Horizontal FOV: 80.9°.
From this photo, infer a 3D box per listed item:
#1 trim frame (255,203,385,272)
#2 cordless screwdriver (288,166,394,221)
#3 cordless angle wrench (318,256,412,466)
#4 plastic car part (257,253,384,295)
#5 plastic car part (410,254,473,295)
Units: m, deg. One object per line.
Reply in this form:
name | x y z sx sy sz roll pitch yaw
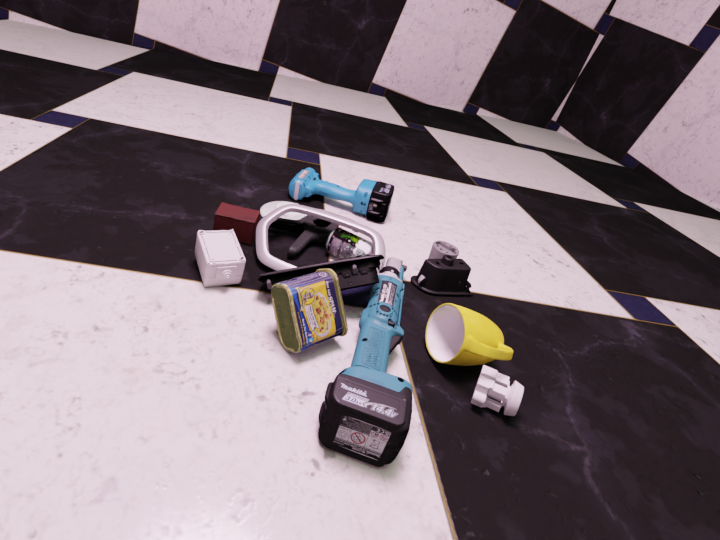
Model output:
trim frame | -0.076 -0.049 0.772 0.255 0.027 0.185 17 52 14
cordless screwdriver | -0.044 -0.203 1.056 0.252 0.073 0.161 13 31 5
cordless angle wrench | 0.031 0.080 0.637 0.099 0.073 0.426 16 29 1
plastic car part | -0.056 0.013 0.669 0.203 0.065 0.069 -14 74 -1
plastic car part | 0.163 0.004 0.809 0.112 0.070 0.069 4 31 -24
